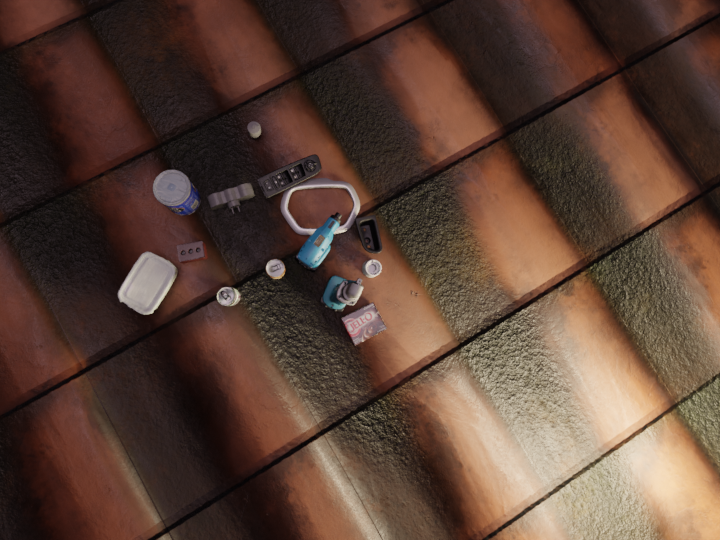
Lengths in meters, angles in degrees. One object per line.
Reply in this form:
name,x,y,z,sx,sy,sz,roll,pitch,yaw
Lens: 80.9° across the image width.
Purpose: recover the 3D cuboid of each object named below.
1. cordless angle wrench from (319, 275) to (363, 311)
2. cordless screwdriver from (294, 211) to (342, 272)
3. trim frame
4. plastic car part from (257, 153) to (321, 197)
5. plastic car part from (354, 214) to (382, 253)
cordless angle wrench,-0.044,0.058,1.083,0.074,0.425,0.098,24,82,-7
cordless screwdriver,-0.116,-0.076,1.184,0.074,0.250,0.159,36,81,-5
trim frame,-0.124,-0.201,1.312,0.247,0.027,0.186,-5,83,-5
plastic car part,-0.212,-0.288,1.299,0.201,0.067,0.067,-28,88,-7
plastic car part,0.023,-0.103,1.287,0.065,0.071,0.117,-13,85,-8
